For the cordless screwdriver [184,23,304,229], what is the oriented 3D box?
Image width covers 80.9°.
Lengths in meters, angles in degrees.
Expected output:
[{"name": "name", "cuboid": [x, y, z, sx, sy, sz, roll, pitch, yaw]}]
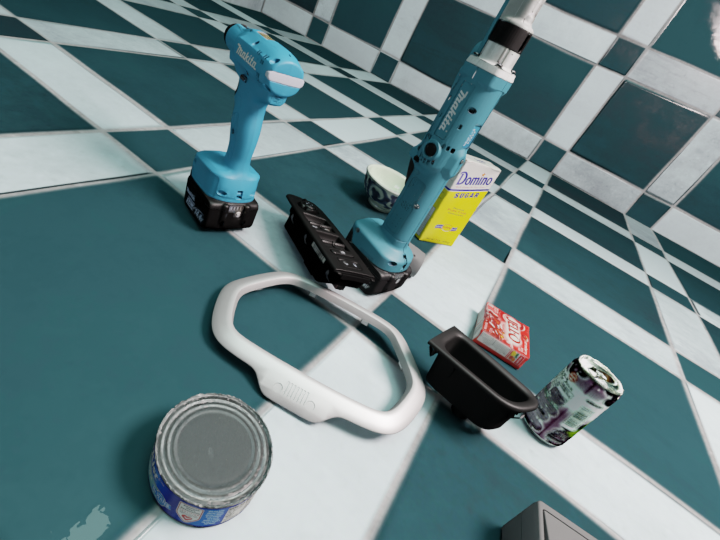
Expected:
[{"name": "cordless screwdriver", "cuboid": [-0.168, -0.186, 0.556, 0.071, 0.247, 0.168, -2, 42, -43]}]

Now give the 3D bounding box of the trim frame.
[{"name": "trim frame", "cuboid": [-0.043, 0.078, 0.462, 0.250, 0.027, 0.184, 28, 30, 3]}]

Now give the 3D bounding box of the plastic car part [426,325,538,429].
[{"name": "plastic car part", "cuboid": [0.120, 0.129, 0.466, 0.063, 0.070, 0.122, -12, 48, -48]}]

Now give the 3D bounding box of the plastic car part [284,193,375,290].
[{"name": "plastic car part", "cuboid": [-0.058, -0.038, 0.591, 0.063, 0.067, 0.214, 5, 36, -34]}]

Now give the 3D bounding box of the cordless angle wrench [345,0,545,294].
[{"name": "cordless angle wrench", "cuboid": [0.100, -0.149, 0.532, 0.071, 0.421, 0.103, -7, 46, -46]}]
